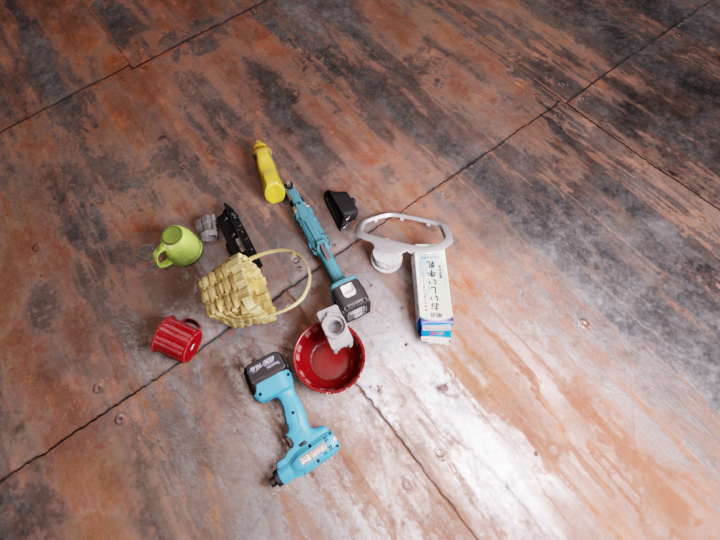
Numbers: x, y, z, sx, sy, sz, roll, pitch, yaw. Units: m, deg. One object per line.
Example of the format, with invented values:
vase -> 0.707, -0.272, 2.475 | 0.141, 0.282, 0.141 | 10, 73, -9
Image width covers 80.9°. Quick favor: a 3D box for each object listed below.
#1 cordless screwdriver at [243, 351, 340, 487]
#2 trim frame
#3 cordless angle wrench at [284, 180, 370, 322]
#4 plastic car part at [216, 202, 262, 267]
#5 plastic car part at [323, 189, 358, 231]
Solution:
cordless screwdriver -> -0.173, 0.312, 0.903 | 0.158, 0.072, 0.257 | -32, 71, -12
trim frame -> 0.105, -0.094, 1.052 | 0.260, 0.027, 0.181 | 17, 38, 27
cordless angle wrench -> -0.105, -0.069, 1.078 | 0.073, 0.095, 0.441 | -24, 62, -11
plastic car part -> -0.326, -0.086, 1.112 | 0.068, 0.063, 0.210 | -33, 66, 14
plastic car part -> -0.045, -0.175, 1.139 | 0.069, 0.065, 0.121 | -13, 61, -21
